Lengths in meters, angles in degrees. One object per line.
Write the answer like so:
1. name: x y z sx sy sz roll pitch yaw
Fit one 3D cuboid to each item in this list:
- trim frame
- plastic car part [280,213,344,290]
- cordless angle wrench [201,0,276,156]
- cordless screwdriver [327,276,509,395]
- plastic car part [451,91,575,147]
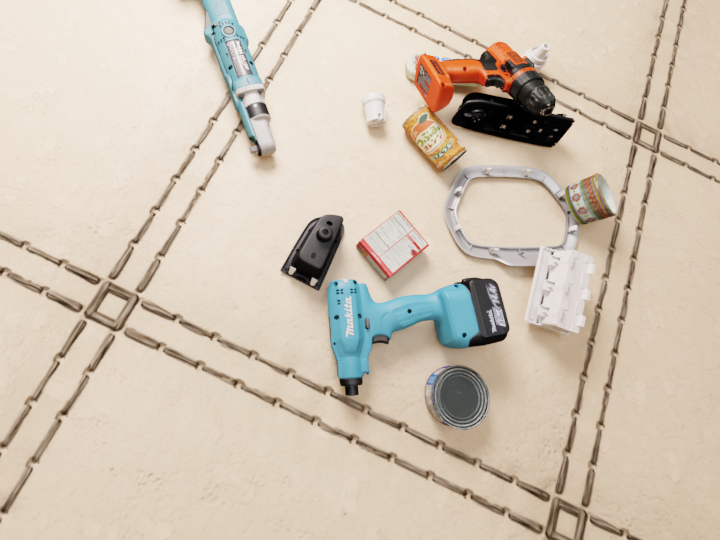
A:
1. trim frame: 0.259 -0.095 0.714 0.244 0.027 0.187 1 75 -11
2. plastic car part: -0.061 -0.040 0.623 0.065 0.071 0.117 27 74 -5
3. cordless angle wrench: -0.220 -0.380 0.701 0.096 0.074 0.430 -19 80 -15
4. cordless screwdriver: 0.079 0.089 0.607 0.246 0.074 0.162 -3 75 -6
5. plastic car part: 0.264 -0.276 0.750 0.200 0.066 0.069 6 64 -8
